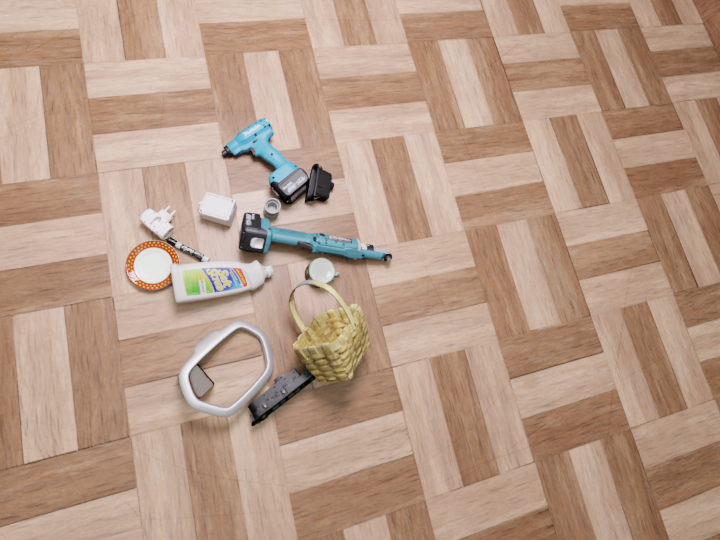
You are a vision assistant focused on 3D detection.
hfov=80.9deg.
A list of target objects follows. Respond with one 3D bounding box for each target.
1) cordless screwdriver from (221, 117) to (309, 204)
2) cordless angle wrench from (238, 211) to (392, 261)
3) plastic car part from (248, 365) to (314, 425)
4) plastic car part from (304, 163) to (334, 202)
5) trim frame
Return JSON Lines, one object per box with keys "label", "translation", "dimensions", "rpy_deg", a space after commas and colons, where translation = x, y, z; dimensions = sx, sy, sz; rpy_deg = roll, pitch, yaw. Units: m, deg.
{"label": "cordless screwdriver", "translation": [-0.262, -0.292, 1.173], "dimensions": [0.158, 0.073, 0.254], "rpy_deg": [-36, 79, -8]}
{"label": "cordless angle wrench", "translation": [-0.112, -0.073, 1.145], "dimensions": [0.412, 0.073, 0.102], "rpy_deg": [9, 32, -15]}
{"label": "plastic car part", "translation": [-0.198, 0.301, 1.045], "dimensions": [0.201, 0.065, 0.068], "rpy_deg": [-40, 80, -18]}
{"label": "plastic car part", "translation": [-0.110, -0.245, 1.207], "dimensions": [0.068, 0.068, 0.118], "rpy_deg": [20, 69, -25]}
{"label": "trim frame", "translation": [-0.317, 0.232, 1.022], "dimensions": [0.183, 0.028, 0.245], "rpy_deg": [47, 54, -2]}
